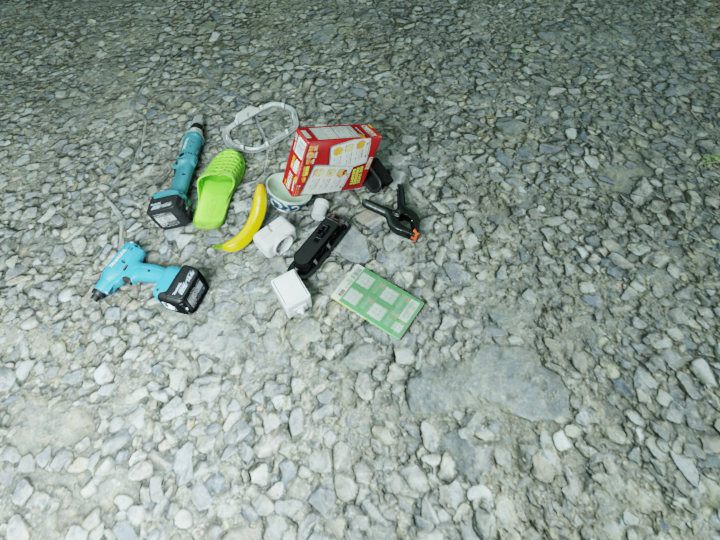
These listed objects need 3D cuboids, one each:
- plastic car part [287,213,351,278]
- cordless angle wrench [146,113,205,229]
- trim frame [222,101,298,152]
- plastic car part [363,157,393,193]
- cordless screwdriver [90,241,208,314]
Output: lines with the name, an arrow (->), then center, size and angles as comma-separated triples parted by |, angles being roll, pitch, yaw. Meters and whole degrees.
plastic car part -> -0.099, -0.065, 1.011 | 0.068, 0.065, 0.202 | 30, 66, 11
cordless angle wrench -> -0.487, -0.302, 1.181 | 0.100, 0.071, 0.436 | -11, 53, 12
trim frame -> -0.302, -0.439, 1.282 | 0.246, 0.026, 0.193 | -39, 62, -17
plastic car part -> 0.043, -0.258, 1.127 | 0.069, 0.065, 0.121 | -21, 61, -28
cordless screwdriver -> -0.487, 0.034, 0.966 | 0.257, 0.071, 0.160 | 17, 60, 18
